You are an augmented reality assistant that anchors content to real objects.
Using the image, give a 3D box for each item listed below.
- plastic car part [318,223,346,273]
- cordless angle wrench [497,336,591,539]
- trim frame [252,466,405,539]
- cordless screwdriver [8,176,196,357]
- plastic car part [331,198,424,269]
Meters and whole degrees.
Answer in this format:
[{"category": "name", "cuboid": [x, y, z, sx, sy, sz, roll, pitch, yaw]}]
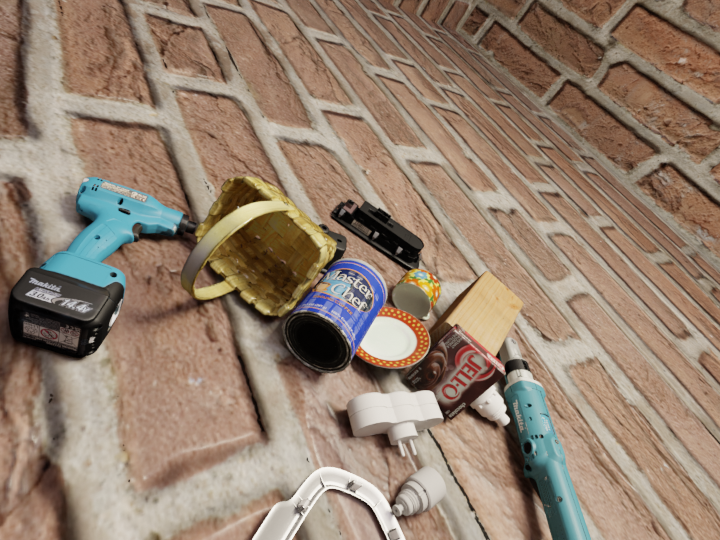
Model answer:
[{"category": "plastic car part", "cuboid": [-0.070, -0.046, 0.716, 0.113, 0.071, 0.068, 24, 40, -18]}, {"category": "cordless angle wrench", "cuboid": [0.262, 0.267, 0.611, 0.073, 0.098, 0.434, 21, 38, -14]}, {"category": "trim frame", "cuboid": [-0.032, 0.318, 0.409, 0.187, 0.027, 0.245, 38, 41, 7]}, {"category": "cordless screwdriver", "cuboid": [-0.304, -0.015, 0.528, 0.154, 0.074, 0.258, 17, 39, -20]}, {"category": "plastic car part", "cuboid": [0.045, -0.082, 0.841, 0.203, 0.067, 0.066, 38, 32, 1]}]
